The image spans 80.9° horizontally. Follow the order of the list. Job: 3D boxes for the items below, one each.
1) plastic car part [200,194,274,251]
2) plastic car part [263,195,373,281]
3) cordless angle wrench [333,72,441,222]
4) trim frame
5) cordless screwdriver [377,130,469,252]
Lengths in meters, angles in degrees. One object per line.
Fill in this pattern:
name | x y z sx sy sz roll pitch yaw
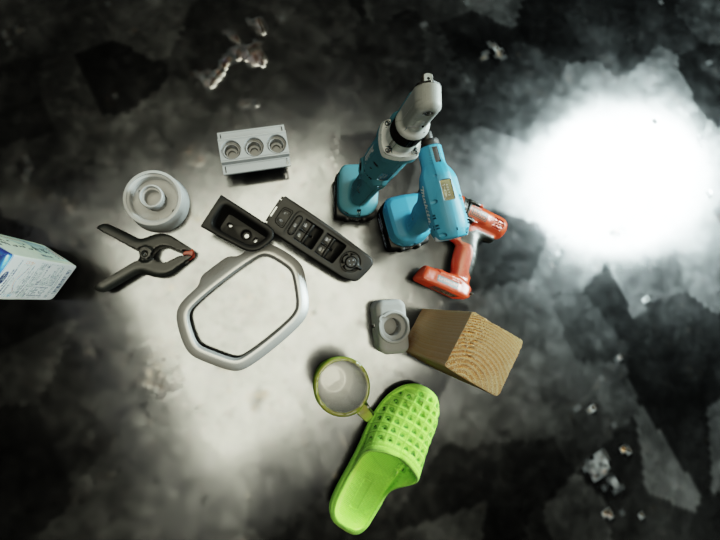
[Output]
plastic car part | -0.212 -0.071 0.753 0.116 0.071 0.066 31 80 -3
plastic car part | -0.075 -0.049 0.767 0.202 0.067 0.066 33 80 -2
cordless angle wrench | 0.026 -0.151 0.611 0.073 0.426 0.098 1 86 -11
trim frame | -0.206 0.062 0.757 0.247 0.027 0.185 -40 88 -10
cordless screwdriver | 0.091 -0.115 0.701 0.073 0.251 0.160 -12 87 -12
